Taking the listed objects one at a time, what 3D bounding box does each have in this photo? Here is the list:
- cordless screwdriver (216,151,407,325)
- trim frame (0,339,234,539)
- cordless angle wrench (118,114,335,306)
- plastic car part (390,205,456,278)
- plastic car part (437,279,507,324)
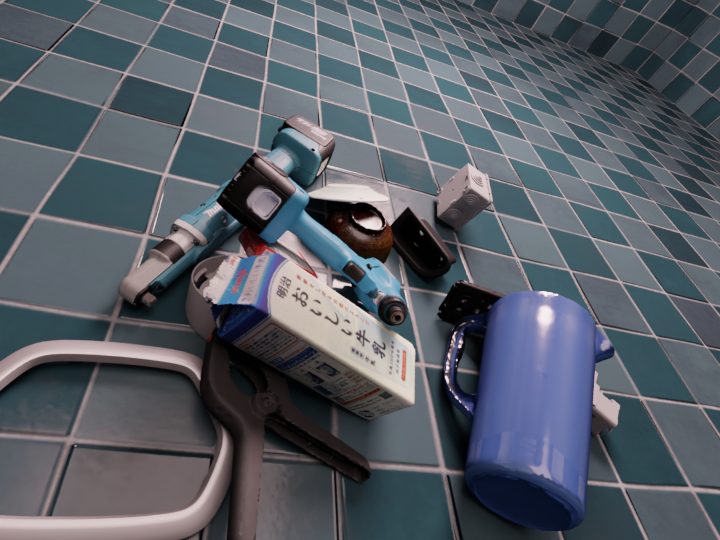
[{"bbox_3d":[-0.049,-0.032,0.500,0.242,0.074,0.163,39,6,-15],"label":"cordless screwdriver"},{"bbox_3d":[-0.228,0.146,0.366,0.240,0.027,0.191,9,45,-20],"label":"trim frame"},{"bbox_3d":[-0.170,-0.099,0.596,0.099,0.074,0.421,31,46,3],"label":"cordless angle wrench"},{"bbox_3d":[0.106,-0.040,0.678,0.068,0.066,0.121,-11,58,-52],"label":"plastic car part"},{"bbox_3d":[0.214,0.066,0.627,0.201,0.066,0.068,21,18,-4],"label":"plastic car part"}]
